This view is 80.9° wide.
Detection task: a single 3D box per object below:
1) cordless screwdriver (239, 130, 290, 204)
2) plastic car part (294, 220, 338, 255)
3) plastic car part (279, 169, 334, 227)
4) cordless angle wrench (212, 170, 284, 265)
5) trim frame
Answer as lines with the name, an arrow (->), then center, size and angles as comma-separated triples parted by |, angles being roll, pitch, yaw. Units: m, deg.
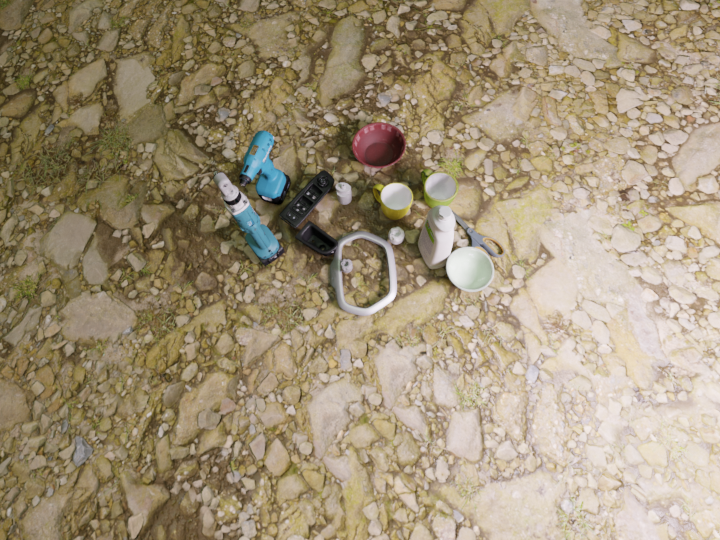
cordless screwdriver -> -0.273, -0.260, 1.192 | 0.076, 0.242, 0.160 | 18, 73, 8
plastic car part -> -0.117, -0.077, 1.198 | 0.120, 0.069, 0.066 | 35, 77, 16
plastic car part -> -0.149, -0.207, 1.252 | 0.068, 0.065, 0.202 | 34, 77, 15
cordless angle wrench -> -0.278, -0.123, 1.052 | 0.074, 0.412, 0.101 | -37, 75, -9
trim frame -> 0.005, 0.004, 1.175 | 0.186, 0.027, 0.254 | -6, 69, 5
